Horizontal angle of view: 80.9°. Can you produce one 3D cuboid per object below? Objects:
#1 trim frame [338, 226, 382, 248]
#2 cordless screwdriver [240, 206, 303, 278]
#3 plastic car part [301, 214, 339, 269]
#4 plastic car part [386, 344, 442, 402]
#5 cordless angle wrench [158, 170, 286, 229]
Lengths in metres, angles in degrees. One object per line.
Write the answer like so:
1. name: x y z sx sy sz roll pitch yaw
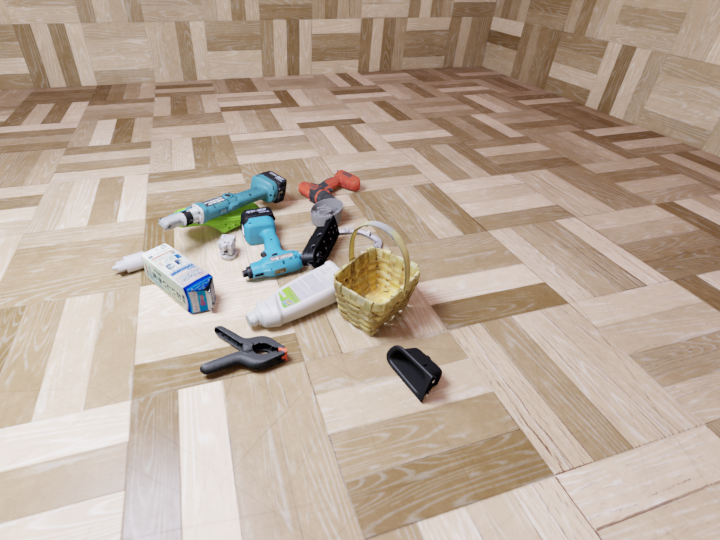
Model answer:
1. trim frame: -0.035 -0.055 1.174 0.190 0.027 0.247 15 38 16
2. cordless screwdriver: -0.273 -0.072 1.152 0.155 0.072 0.262 -16 44 -22
3. plastic car part: -0.110 -0.072 1.129 0.069 0.064 0.206 0 36 12
4. plastic car part: 0.114 0.189 0.836 0.068 0.065 0.123 -2 31 -33
5. cordless angle wrench: -0.383 -0.194 1.213 0.102 0.073 0.413 31 39 21
